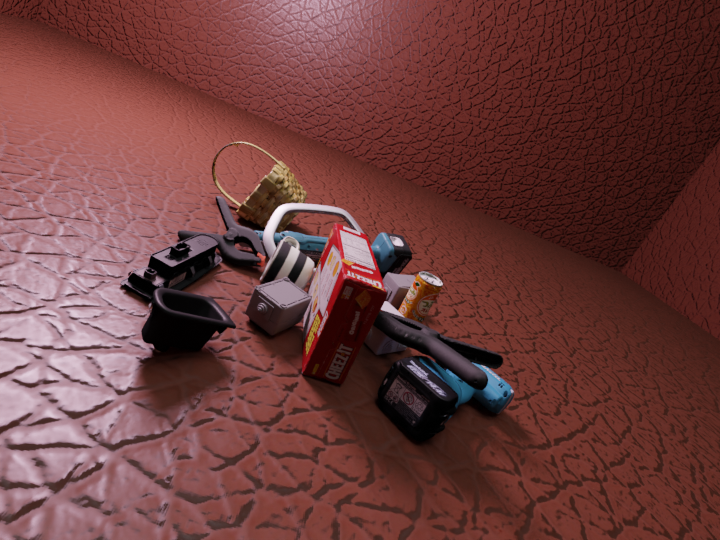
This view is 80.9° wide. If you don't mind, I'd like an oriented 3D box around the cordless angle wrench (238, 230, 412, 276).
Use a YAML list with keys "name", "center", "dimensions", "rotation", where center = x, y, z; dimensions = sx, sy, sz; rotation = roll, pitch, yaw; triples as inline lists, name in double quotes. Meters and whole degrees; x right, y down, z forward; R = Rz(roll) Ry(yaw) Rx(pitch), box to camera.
- name: "cordless angle wrench"
  center: [-0.074, -0.050, 0.958]
  dimensions: [0.404, 0.098, 0.078]
  rotation: [5, 46, -31]

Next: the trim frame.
- name: "trim frame"
  center: [-0.087, -0.057, 0.888]
  dimensions: [0.238, 0.028, 0.189]
  rotation: [1, 65, -29]

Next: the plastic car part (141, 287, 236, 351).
- name: "plastic car part"
  center: [-0.227, 0.069, 0.529]
  dimensions: [0.069, 0.071, 0.110]
  rotation: [37, 8, 30]

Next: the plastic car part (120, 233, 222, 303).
- name: "plastic car part"
  center: [-0.291, -0.017, 0.687]
  dimensions: [0.067, 0.066, 0.201]
  rotation: [20, 18, 6]

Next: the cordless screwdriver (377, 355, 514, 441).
- name: "cordless screwdriver"
  center: [0.122, 0.167, 0.666]
  dimensions: [0.236, 0.074, 0.168]
  rotation: [6, 26, -47]
